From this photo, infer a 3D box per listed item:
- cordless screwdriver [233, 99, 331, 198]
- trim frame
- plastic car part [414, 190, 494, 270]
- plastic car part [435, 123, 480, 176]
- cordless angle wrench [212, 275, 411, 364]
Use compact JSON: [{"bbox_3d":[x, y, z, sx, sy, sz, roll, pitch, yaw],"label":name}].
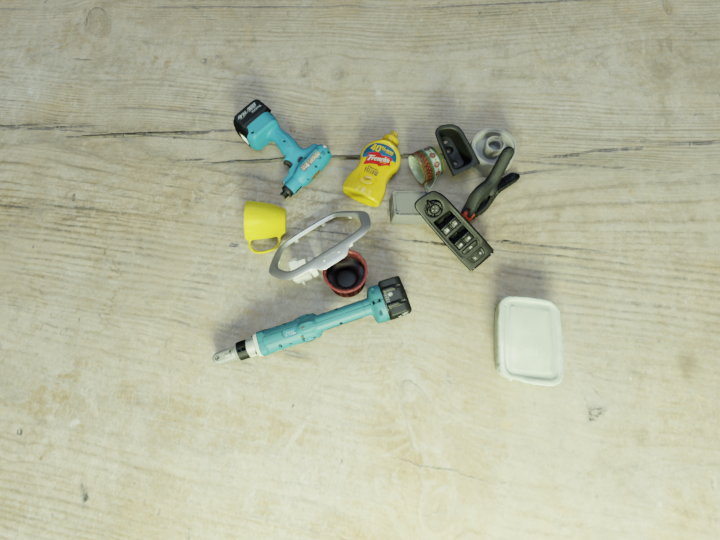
[{"bbox_3d":[-0.211,-0.296,1.038,0.255,0.073,0.159,39,80,13],"label":"cordless screwdriver"},{"bbox_3d":[-0.089,-0.058,0.913,0.247,0.026,0.193,-32,32,-7],"label":"trim frame"},{"bbox_3d":[0.191,-0.094,0.892,0.067,0.069,0.196,-41,111,17],"label":"plastic car part"},{"bbox_3d":[0.213,-0.278,0.979,0.066,0.070,0.117,-25,85,1],"label":"plastic car part"},{"bbox_3d":[-0.109,0.119,0.875,0.425,0.095,0.076,-19,76,3],"label":"cordless angle wrench"}]
